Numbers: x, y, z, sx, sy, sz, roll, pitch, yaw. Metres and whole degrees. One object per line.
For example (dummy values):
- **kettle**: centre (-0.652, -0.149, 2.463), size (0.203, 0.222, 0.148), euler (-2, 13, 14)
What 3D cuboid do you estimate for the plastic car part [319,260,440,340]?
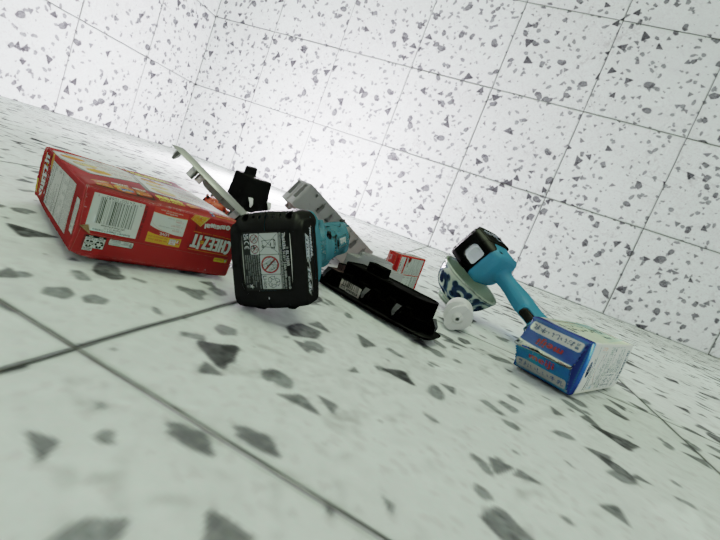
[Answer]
- **plastic car part**: centre (0.030, 0.031, 0.582), size (0.215, 0.067, 0.062), euler (32, 7, 42)

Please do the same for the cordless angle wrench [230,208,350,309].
- **cordless angle wrench**: centre (-0.058, -0.038, 0.593), size (0.076, 0.097, 0.419), euler (-2, 8, 8)

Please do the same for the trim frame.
- **trim frame**: centre (-0.175, -0.081, 0.595), size (0.235, 0.027, 0.195), euler (48, -6, -40)

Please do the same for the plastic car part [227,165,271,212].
- **plastic car part**: centre (-0.195, -0.144, 0.733), size (0.062, 0.070, 0.123), euler (10, 18, -43)

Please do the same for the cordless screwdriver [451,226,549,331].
- **cordless screwdriver**: centre (0.258, 0.035, 0.742), size (0.151, 0.075, 0.260), euler (10, 41, -49)
